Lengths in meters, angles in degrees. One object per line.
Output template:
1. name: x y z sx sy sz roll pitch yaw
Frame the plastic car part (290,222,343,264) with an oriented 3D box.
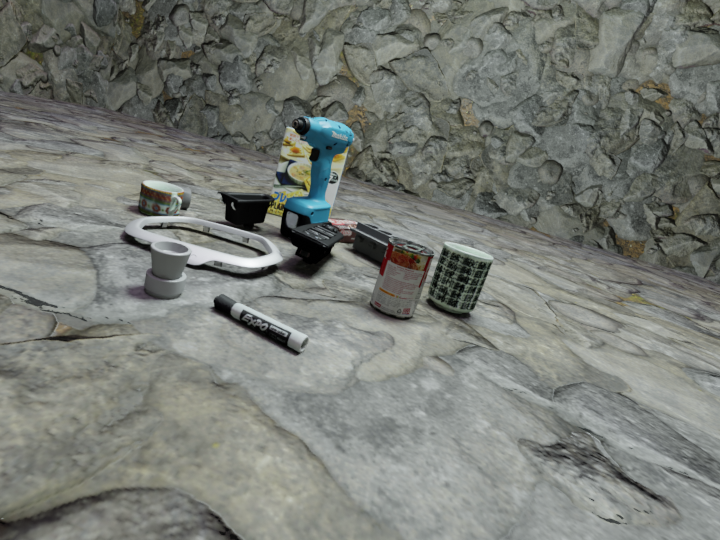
1. plastic car part: -0.074 -0.048 0.757 0.067 0.066 0.202 17 16 4

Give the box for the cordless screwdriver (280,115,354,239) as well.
1. cordless screwdriver: -0.101 -0.178 0.842 0.078 0.246 0.152 25 17 30

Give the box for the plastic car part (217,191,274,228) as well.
1. plastic car part: -0.225 -0.119 0.848 0.069 0.070 0.111 26 19 33

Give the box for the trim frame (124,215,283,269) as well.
1. trim frame: -0.242 -0.046 0.666 0.251 0.027 0.184 16 16 3
